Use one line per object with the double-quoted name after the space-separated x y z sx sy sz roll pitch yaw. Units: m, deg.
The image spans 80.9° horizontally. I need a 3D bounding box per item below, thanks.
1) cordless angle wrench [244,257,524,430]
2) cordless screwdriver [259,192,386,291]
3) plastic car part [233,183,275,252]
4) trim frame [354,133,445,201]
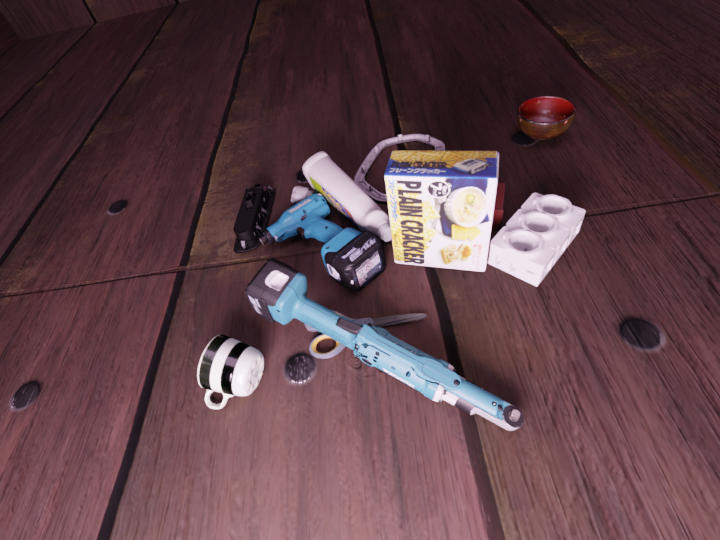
0.020 0.110 0.623 0.440 0.094 0.074 25 62 21 "cordless angle wrench"
-0.079 -0.052 0.809 0.157 0.071 0.263 -35 47 -16 "cordless screwdriver"
-0.235 -0.125 0.922 0.067 0.065 0.208 -1 52 3 "plastic car part"
0.093 -0.240 0.956 0.192 0.026 0.248 15 53 24 "trim frame"
